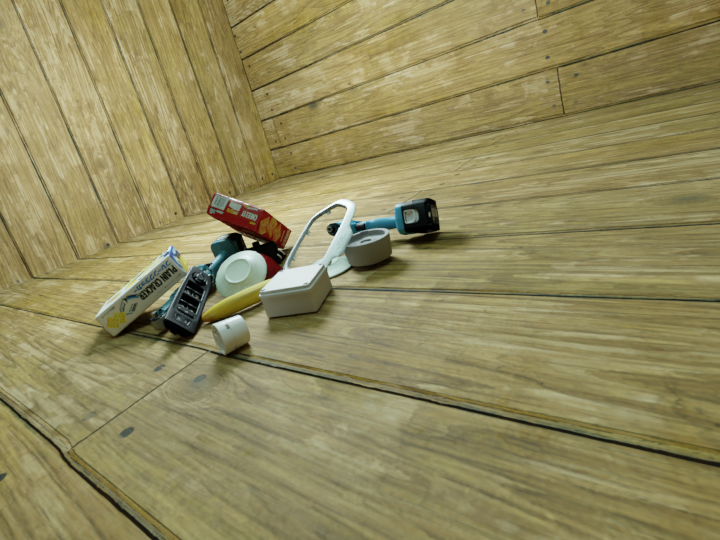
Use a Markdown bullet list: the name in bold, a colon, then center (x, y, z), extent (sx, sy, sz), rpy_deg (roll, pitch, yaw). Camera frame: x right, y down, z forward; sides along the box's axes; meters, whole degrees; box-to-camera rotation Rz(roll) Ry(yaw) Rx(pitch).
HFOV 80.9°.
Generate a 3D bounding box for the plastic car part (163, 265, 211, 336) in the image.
- **plastic car part**: center (-0.368, 0.069, 0.902), extent (0.067, 0.064, 0.209), rpy_deg (-51, 23, 28)

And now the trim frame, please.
- **trim frame**: center (-0.093, -0.061, 0.951), extent (0.193, 0.026, 0.249), rpy_deg (-1, 55, 50)

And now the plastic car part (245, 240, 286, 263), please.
- **plastic car part**: center (-0.273, -0.047, 1.164), extent (0.118, 0.069, 0.066), rpy_deg (-10, 15, 11)

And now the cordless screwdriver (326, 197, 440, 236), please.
- **cordless screwdriver**: center (0.051, -0.113, 1.006), extent (0.259, 0.074, 0.152), rpy_deg (-8, -1, 31)

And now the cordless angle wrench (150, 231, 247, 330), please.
- **cordless angle wrench**: center (-0.398, 0.023, 1.067), extent (0.076, 0.095, 0.427), rpy_deg (-12, 24, 14)
